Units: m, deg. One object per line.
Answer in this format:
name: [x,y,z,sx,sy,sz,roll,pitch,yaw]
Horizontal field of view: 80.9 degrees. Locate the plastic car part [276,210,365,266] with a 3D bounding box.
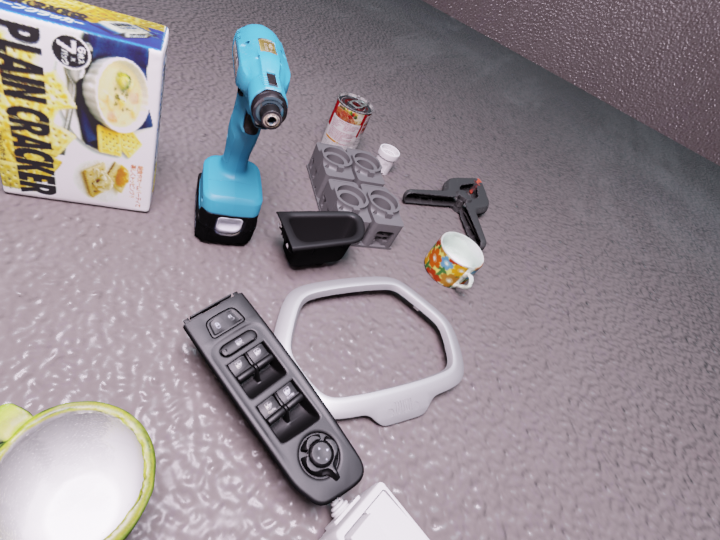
plastic car part: [-0.054,-0.036,0.555,0.112,0.070,0.069,-4,51,-30]

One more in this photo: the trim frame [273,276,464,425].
trim frame: [0.013,0.084,0.500,0.239,0.027,0.193,-5,50,-30]

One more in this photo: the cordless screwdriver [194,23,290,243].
cordless screwdriver: [-0.133,-0.125,0.474,0.071,0.247,0.166,6,47,-26]

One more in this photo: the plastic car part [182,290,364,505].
plastic car part: [-0.085,0.119,0.387,0.064,0.066,0.211,-25,63,-43]
